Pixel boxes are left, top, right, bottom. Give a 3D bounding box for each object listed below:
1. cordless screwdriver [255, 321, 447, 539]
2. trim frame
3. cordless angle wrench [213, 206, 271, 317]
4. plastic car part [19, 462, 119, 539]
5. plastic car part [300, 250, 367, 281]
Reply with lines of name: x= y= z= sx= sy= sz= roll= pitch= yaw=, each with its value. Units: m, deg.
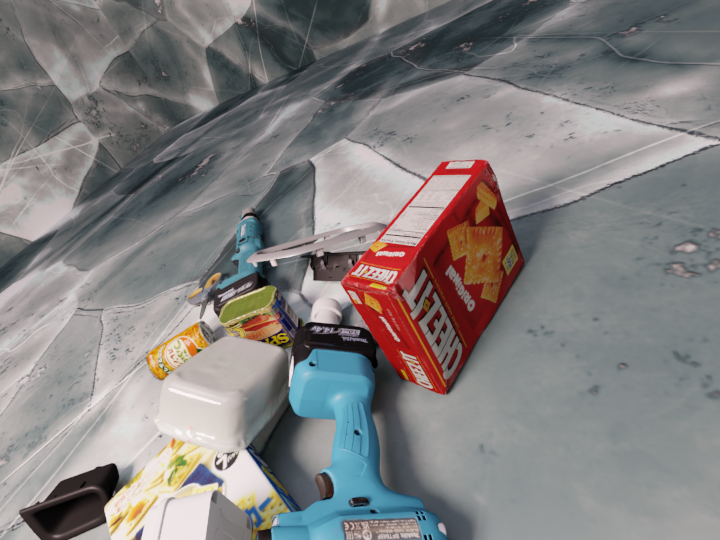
cordless screwdriver: x=-0.036 y=0.158 z=0.407 sx=0.155 sy=0.073 sz=0.259 roll=3 pitch=32 yaw=-15
trim frame: x=-0.068 y=-0.045 z=0.700 sx=0.242 sy=0.027 sz=0.192 roll=-21 pitch=13 yaw=-26
cordless angle wrench: x=-0.230 y=-0.040 z=0.867 sx=0.098 sy=0.071 sz=0.440 roll=-28 pitch=32 yaw=3
plastic car part: x=-0.366 y=0.297 z=0.560 sx=0.117 sy=0.064 sz=0.073 roll=-25 pitch=19 yaw=3
plastic car part: x=-0.004 y=-0.004 z=0.653 sx=0.213 sy=0.067 sz=0.063 roll=4 pitch=6 yaw=37
